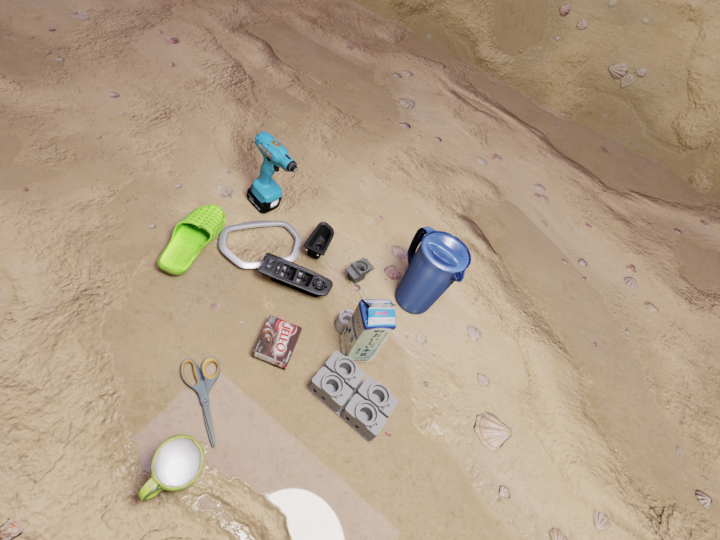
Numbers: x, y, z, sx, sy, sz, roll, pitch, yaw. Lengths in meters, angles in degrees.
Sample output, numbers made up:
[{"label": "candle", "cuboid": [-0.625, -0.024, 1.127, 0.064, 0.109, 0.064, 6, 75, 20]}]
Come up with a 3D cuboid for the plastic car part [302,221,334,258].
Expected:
[{"label": "plastic car part", "cuboid": [-0.123, -0.080, 1.253, 0.066, 0.070, 0.117, 25, 50, 2]}]

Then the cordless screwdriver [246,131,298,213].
[{"label": "cordless screwdriver", "cuboid": [-0.259, -0.270, 1.252, 0.072, 0.246, 0.165, -31, 69, -36]}]

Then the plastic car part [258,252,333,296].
[{"label": "plastic car part", "cuboid": [-0.178, 0.025, 1.155, 0.203, 0.066, 0.067, 20, 50, 0]}]

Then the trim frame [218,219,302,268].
[{"label": "trim frame", "cuboid": [-0.289, -0.082, 1.236, 0.241, 0.027, 0.192, -11, 56, -23]}]
